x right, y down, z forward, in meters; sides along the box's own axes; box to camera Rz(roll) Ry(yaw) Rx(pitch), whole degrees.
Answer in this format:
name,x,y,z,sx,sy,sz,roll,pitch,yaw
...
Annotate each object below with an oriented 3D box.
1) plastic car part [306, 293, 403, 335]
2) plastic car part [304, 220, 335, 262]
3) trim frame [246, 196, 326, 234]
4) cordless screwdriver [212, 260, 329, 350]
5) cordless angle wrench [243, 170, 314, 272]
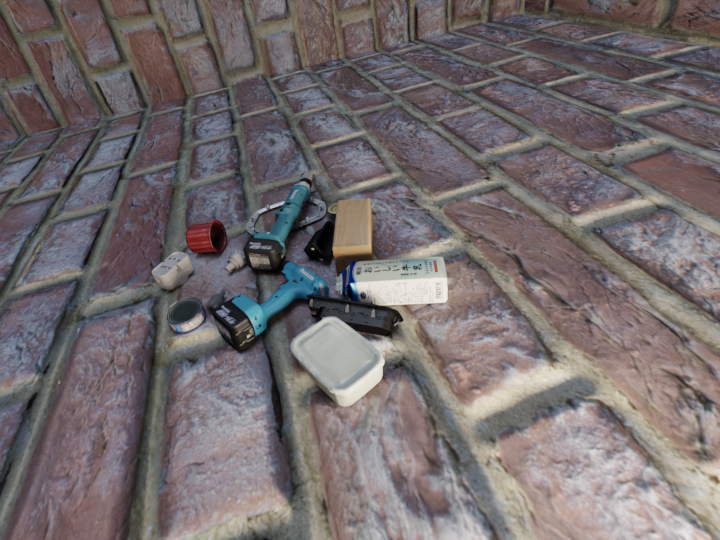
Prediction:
name,x,y,z,sx,sy,sz,roll,pitch,yaw
plastic car part,-0.017,0.094,0.867,0.209,0.063,0.068,3,50,18
plastic car part,-0.107,-0.070,1.092,0.073,0.063,0.118,-24,28,32
trim frame,-0.222,-0.165,1.264,0.245,0.026,0.194,-19,40,-11
cordless screwdriver,-0.211,0.062,0.951,0.243,0.072,0.169,-31,42,-28
cordless angle wrench,-0.202,-0.165,1.193,0.100,0.071,0.428,4,43,13
